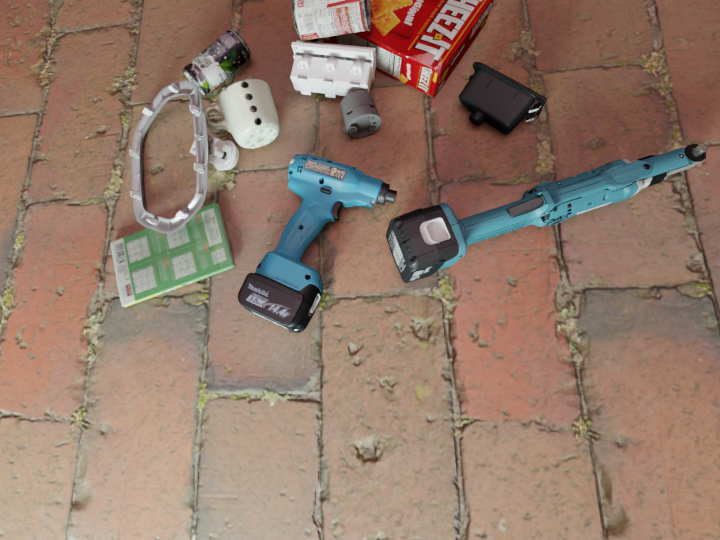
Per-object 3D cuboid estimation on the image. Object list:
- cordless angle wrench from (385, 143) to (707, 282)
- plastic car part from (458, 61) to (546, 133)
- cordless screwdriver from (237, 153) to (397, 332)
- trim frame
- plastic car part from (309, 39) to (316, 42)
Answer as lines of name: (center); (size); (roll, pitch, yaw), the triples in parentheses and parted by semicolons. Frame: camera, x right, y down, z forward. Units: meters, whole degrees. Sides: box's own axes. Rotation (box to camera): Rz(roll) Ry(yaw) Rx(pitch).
cordless angle wrench: (0.247, -0.088, 0.556); (0.422, 0.096, 0.076); (-18, 76, -2)
plastic car part: (0.195, -0.242, 0.617); (0.120, 0.064, 0.071); (37, 96, 17)
cordless screwdriver: (-0.057, -0.037, 0.585); (0.163, 0.072, 0.250); (17, 74, 10)
trim frame: (-0.293, -0.175, 0.642); (0.190, 0.026, 0.254); (-17, 71, 26)
plastic car part: (-0.047, -0.480, 0.711); (0.071, 0.063, 0.202); (34, 82, 38)
